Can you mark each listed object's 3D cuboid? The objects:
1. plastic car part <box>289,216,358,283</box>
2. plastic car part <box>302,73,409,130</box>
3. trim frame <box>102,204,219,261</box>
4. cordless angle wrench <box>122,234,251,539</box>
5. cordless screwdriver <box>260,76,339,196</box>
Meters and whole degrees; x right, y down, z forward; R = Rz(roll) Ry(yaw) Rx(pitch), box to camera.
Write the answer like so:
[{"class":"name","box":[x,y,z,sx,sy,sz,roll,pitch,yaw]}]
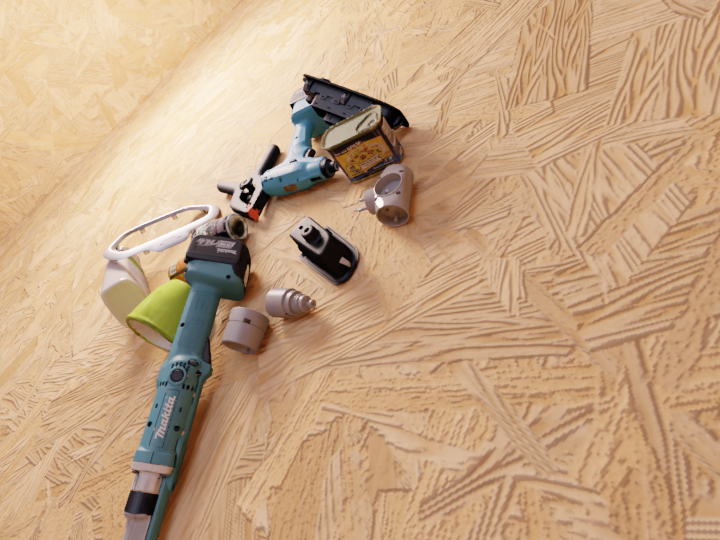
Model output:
[{"class":"plastic car part","box":[-0.057,-0.037,0.584,0.066,0.067,0.123,-48,37,-4]},{"class":"plastic car part","box":[-0.018,-0.268,0.706,0.212,0.063,0.067,25,80,24]},{"class":"trim frame","box":[-0.410,-0.082,0.879,0.243,0.026,0.194,-28,30,-22]},{"class":"cordless angle wrench","box":[-0.237,0.147,0.566,0.098,0.073,0.433,7,58,-2]},{"class":"cordless screwdriver","box":[-0.086,-0.252,0.790,0.166,0.070,0.252,-7,56,35]}]
